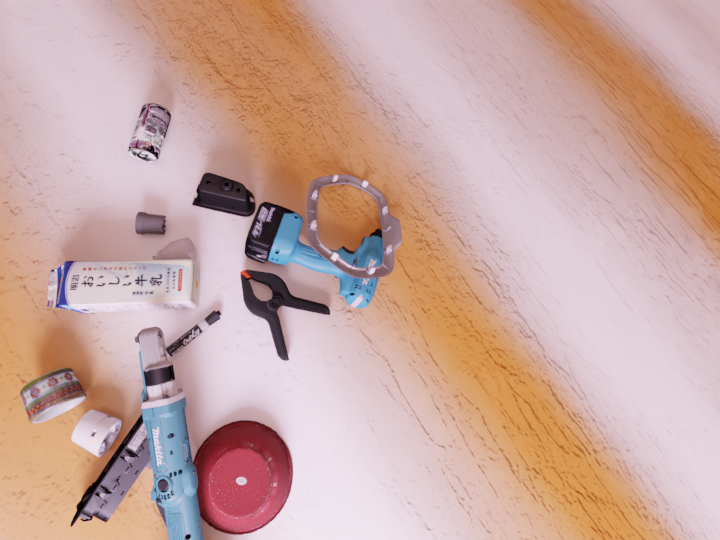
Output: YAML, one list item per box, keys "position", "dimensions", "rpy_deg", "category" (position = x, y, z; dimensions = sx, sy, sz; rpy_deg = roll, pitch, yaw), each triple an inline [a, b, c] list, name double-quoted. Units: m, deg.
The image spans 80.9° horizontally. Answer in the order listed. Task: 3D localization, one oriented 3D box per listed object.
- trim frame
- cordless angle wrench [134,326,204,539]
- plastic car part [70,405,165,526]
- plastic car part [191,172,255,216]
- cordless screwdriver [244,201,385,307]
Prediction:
- position: [-0.011, -0.091, 0.768]
  dimensions: [0.179, 0.027, 0.256]
  rpy_deg: [13, 48, -17]
  category: "trim frame"
- position: [-0.261, 0.290, 0.589]
  dimensions: [0.100, 0.072, 0.427]
  rpy_deg: [-14, 82, 11]
  category: "cordless angle wrench"
- position: [-0.347, 0.284, 0.637]
  dimensions: [0.065, 0.069, 0.202]
  rpy_deg: [43, 69, -21]
  category: "plastic car part"
- position: [-0.251, -0.146, 0.780]
  dimensions: [0.117, 0.070, 0.067]
  rpy_deg: [14, 73, 0]
  category: "plastic car part"
- position: [-0.075, -0.049, 0.768]
  dimensions: [0.247, 0.074, 0.161]
  rpy_deg: [23, 61, -3]
  category: "cordless screwdriver"
